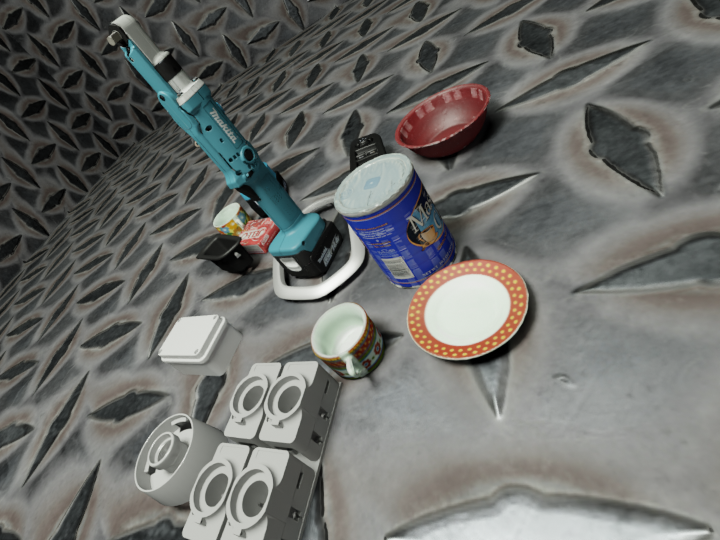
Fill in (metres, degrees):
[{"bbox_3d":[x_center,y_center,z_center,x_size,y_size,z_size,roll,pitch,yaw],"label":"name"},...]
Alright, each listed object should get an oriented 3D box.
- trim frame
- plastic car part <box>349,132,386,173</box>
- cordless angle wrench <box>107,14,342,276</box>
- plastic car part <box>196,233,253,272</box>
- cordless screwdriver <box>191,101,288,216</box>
[{"bbox_3d":[-0.069,-0.045,0.704,0.187,0.026,0.258,-28,37,14],"label":"trim frame"},{"bbox_3d":[0.021,-0.184,0.743,0.067,0.064,0.210,-27,38,16],"label":"plastic car part"},{"bbox_3d":[-0.172,-0.153,0.589,0.078,0.402,0.098,-4,46,40],"label":"cordless angle wrench"},{"bbox_3d":[-0.247,-0.025,0.802,0.123,0.067,0.066,9,56,46],"label":"plastic car part"},{"bbox_3d":[-0.246,-0.213,0.858,0.075,0.236,0.165,-28,36,15],"label":"cordless screwdriver"}]
